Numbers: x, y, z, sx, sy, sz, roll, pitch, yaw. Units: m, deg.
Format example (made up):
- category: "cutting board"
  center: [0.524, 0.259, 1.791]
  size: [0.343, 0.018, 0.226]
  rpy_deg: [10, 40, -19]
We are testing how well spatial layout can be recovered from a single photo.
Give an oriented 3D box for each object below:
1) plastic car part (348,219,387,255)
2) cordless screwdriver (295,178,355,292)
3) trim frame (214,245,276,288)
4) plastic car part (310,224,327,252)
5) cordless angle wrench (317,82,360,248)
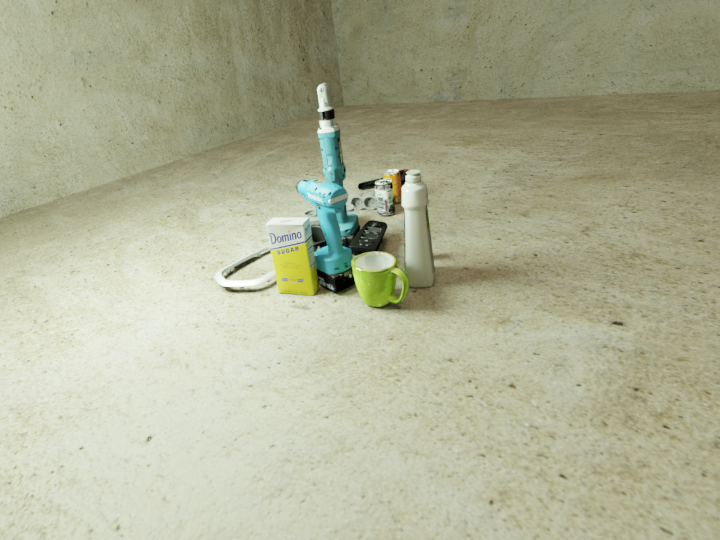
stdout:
- category: "plastic car part"
  center: [0.028, -0.075, 1.086]
  size: [0.068, 0.065, 0.203]
  rpy_deg: [0, 30, 16]
- category: "cordless screwdriver"
  center: [-0.080, -0.084, 0.952]
  size: [0.072, 0.241, 0.168]
  rpy_deg: [-24, 31, -30]
- category: "trim frame"
  center: [-0.262, -0.014, 1.106]
  size: [0.194, 0.027, 0.243]
  rpy_deg: [14, 37, 37]
- category: "plastic car part"
  center: [-0.109, -0.072, 1.118]
  size: [0.065, 0.069, 0.122]
  rpy_deg: [-17, 29, -17]
- category: "cordless angle wrench"
  center: [-0.065, -0.254, 1.078]
  size: [0.076, 0.410, 0.098]
  rpy_deg: [1, 27, 17]
